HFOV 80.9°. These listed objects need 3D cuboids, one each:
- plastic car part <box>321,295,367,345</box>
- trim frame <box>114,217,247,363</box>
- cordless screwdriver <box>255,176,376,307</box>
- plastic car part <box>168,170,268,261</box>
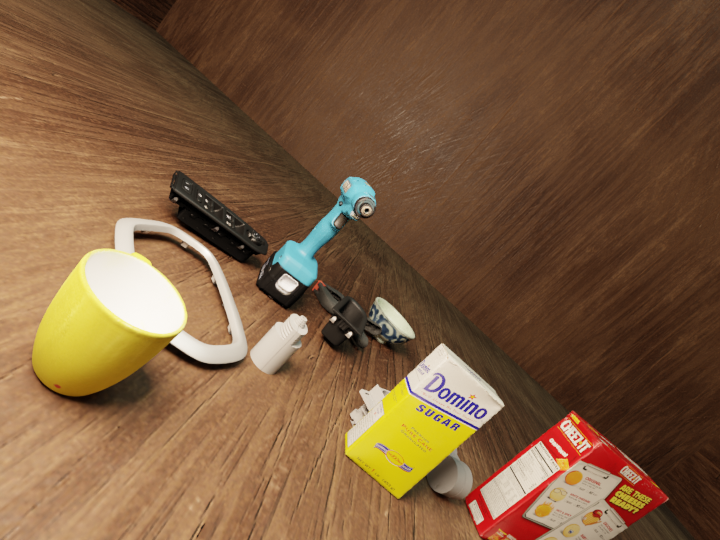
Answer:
[{"bbox_3d":[-0.034,0.096,0.751,0.066,0.071,0.115,43,12,1],"label":"plastic car part"},{"bbox_3d":[-0.219,0.017,0.526,0.174,0.027,0.262,30,17,-47],"label":"trim frame"},{"bbox_3d":[-0.068,-0.045,0.698,0.072,0.250,0.163,40,13,-19],"label":"cordless screwdriver"},{"bbox_3d":[-0.238,-0.075,0.704,0.193,0.067,0.069,35,14,-32],"label":"plastic car part"}]
